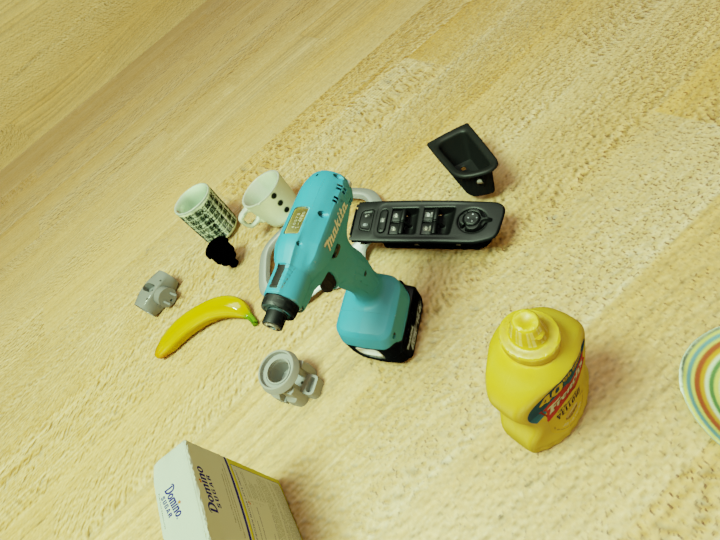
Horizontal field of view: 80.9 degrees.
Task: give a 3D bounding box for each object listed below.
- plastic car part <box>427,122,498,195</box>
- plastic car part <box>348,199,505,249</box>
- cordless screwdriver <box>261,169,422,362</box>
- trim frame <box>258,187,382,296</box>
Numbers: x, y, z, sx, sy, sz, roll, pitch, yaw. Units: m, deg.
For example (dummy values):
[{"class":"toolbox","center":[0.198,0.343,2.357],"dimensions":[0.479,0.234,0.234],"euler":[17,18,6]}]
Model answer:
[{"class":"plastic car part","center":[0.154,-0.146,0.605],"dimensions":[0.067,0.067,0.122],"euler":[-27,47,10]},{"class":"plastic car part","center":[0.089,-0.055,0.577],"dimensions":[0.212,0.063,0.067],"euler":[1,57,31]},{"class":"cordless screwdriver","center":[-0.013,0.032,0.452],"dimensions":[0.078,0.235,0.161],"euler":[1,56,30]},{"class":"trim frame","center":[-0.067,-0.044,0.687],"dimensions":[0.248,0.026,0.195],"euler":[-42,46,-4]}]
